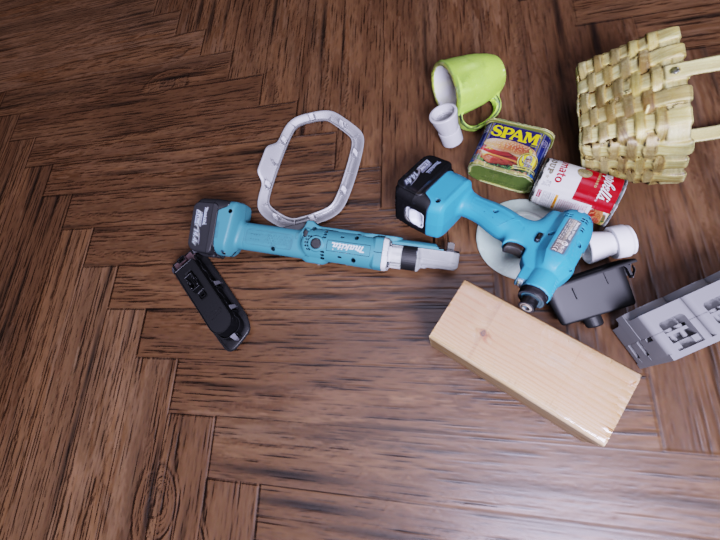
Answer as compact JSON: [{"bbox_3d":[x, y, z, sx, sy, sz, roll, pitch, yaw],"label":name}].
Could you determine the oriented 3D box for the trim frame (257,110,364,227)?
[{"bbox_3d":[-0.094,-0.186,0.759,0.191,0.026,0.250,11,75,20],"label":"trim frame"}]

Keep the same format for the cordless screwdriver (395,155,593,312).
[{"bbox_3d":[0.159,-0.056,0.574,0.261,0.071,0.158,29,63,27],"label":"cordless screwdriver"}]

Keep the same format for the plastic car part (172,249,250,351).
[{"bbox_3d":[-0.252,0.039,0.700,0.066,0.065,0.211,-38,67,-10],"label":"plastic car part"}]

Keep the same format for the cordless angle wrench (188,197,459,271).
[{"bbox_3d":[-0.065,-0.043,0.669,0.434,0.072,0.098,9,88,15],"label":"cordless angle wrench"}]

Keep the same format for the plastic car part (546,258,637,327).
[{"bbox_3d":[0.297,0.036,0.548,0.118,0.064,0.072,-24,81,9],"label":"plastic car part"}]
